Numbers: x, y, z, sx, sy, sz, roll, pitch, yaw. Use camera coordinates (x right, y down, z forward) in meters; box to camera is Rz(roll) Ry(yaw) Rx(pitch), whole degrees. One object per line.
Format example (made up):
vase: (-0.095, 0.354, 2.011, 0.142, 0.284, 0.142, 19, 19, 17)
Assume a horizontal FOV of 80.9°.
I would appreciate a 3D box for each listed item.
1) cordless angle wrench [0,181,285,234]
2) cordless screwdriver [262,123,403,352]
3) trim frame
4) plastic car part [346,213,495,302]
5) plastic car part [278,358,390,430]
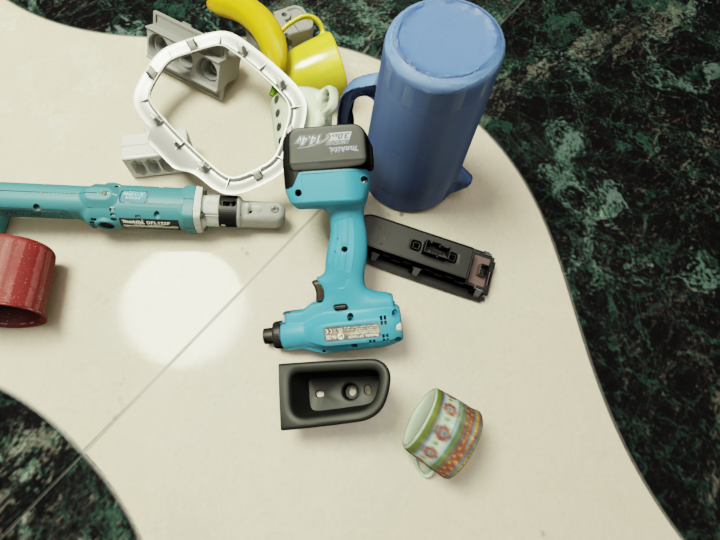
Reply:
cordless angle wrench: (-0.303, -0.077, 0.511, 0.418, 0.097, 0.076, 2, 67, -7)
cordless screwdriver: (-0.047, -0.031, 0.478, 0.161, 0.074, 0.248, -7, 93, 7)
trim frame: (-0.181, -0.205, 0.532, 0.184, 0.027, 0.254, -45, 78, -3)
plastic car part: (0.069, -0.023, 0.526, 0.206, 0.066, 0.066, 18, 84, 7)
plastic car part: (-0.023, 0.130, 0.453, 0.118, 0.068, 0.067, -8, 71, 9)
